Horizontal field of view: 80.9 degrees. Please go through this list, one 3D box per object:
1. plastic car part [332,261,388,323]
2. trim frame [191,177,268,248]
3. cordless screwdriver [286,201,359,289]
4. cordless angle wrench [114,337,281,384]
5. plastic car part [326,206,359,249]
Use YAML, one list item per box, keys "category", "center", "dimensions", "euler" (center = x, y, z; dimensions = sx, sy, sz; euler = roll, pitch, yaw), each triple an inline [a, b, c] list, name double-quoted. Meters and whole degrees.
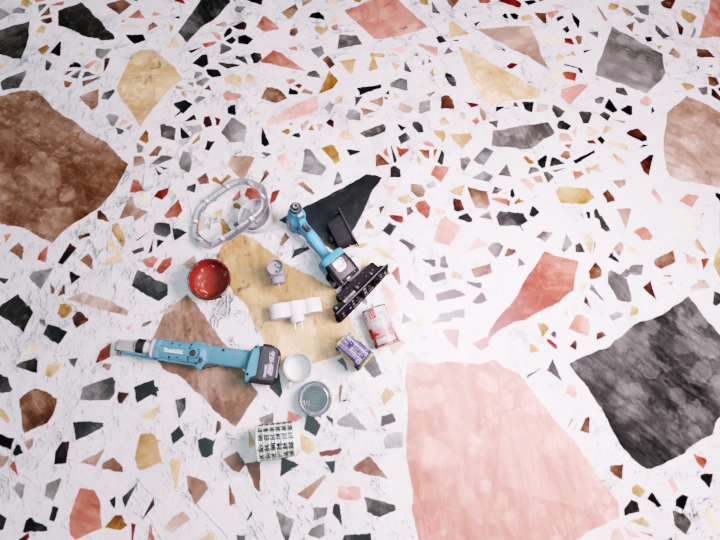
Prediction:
- category: "plastic car part"
  center: [-0.005, 0.049, 1.144]
  dimensions: [0.201, 0.063, 0.071]
  euler: [-41, 54, -12]
- category: "trim frame"
  center: [-0.371, -0.164, 1.186]
  dimensions: [0.248, 0.026, 0.192]
  euler: [-34, 63, 0]
- category: "cordless screwdriver"
  center: [-0.110, -0.072, 1.126]
  dimensions: [0.074, 0.157, 0.254]
  euler: [-38, 80, -14]
- category: "cordless angle wrench"
  center: [-0.417, 0.214, 1.074]
  dimensions: [0.425, 0.073, 0.099]
  euler: [7, 72, 3]
- category: "plastic car part"
  center: [-0.059, -0.109, 1.195]
  dimensions: [0.071, 0.064, 0.119]
  euler: [-24, 78, 5]
